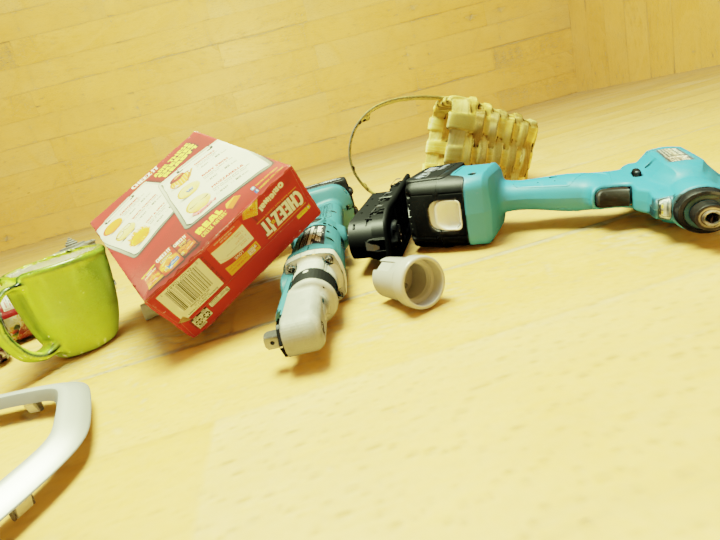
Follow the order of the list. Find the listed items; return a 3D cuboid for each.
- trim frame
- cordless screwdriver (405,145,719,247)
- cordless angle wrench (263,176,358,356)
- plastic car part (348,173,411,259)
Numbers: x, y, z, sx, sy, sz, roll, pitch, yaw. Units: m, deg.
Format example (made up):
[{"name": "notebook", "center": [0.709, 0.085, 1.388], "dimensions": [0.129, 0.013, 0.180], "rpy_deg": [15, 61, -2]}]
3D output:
[{"name": "trim frame", "center": [-0.278, 0.131, 0.245], "dimensions": [0.249, 0.027, 0.187], "rpy_deg": [-13, 17, 2]}, {"name": "cordless screwdriver", "center": [0.167, -0.063, 0.388], "dimensions": [0.259, 0.072, 0.157], "rpy_deg": [-1, 22, 27]}, {"name": "cordless angle wrench", "center": [-0.046, -0.030, 0.468], "dimensions": [0.098, 0.072, 0.431], "rpy_deg": [-15, 20, 3]}, {"name": "plastic car part", "center": [0.027, -0.059, 0.477], "dimensions": [0.068, 0.065, 0.203], "rpy_deg": [0, 22, 10]}]
